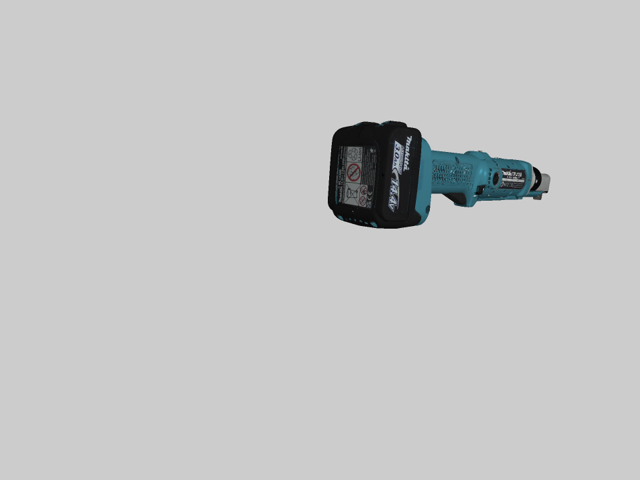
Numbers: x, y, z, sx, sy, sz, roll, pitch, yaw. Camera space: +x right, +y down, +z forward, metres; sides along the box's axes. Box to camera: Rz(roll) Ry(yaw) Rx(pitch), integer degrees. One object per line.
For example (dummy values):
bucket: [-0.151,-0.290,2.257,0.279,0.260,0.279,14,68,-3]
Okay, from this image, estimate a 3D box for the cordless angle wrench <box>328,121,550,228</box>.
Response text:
cordless angle wrench: [0.189,-0.075,0.521,0.422,0.098,0.074,-6,15,-41]
